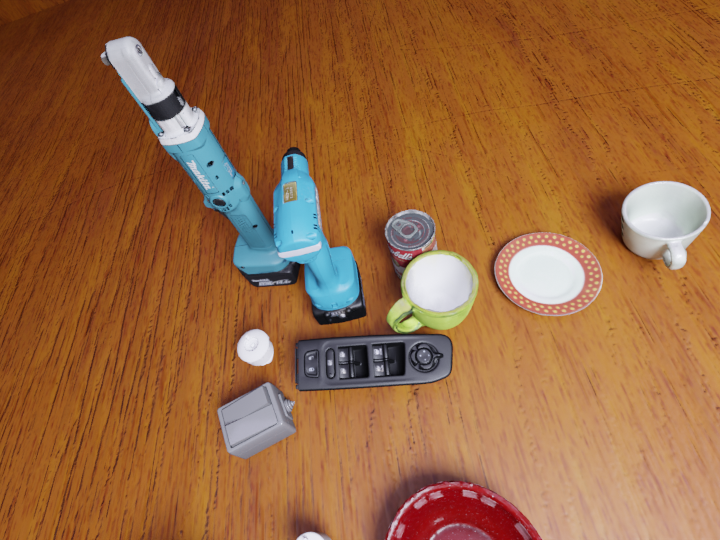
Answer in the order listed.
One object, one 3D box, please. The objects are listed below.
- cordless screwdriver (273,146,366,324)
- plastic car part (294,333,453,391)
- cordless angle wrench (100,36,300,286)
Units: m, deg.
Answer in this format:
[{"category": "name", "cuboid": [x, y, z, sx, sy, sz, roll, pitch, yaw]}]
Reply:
[{"category": "cordless screwdriver", "cuboid": [-0.056, -0.037, 0.575, 0.075, 0.237, 0.165, -13, 56, 6]}, {"category": "plastic car part", "cuboid": [0.019, 0.124, 0.554, 0.207, 0.064, 0.068, -8, 57, 12]}, {"category": "cordless angle wrench", "cuboid": [-0.183, -0.109, 0.560, 0.100, 0.403, 0.076, -4, 58, 12]}]
